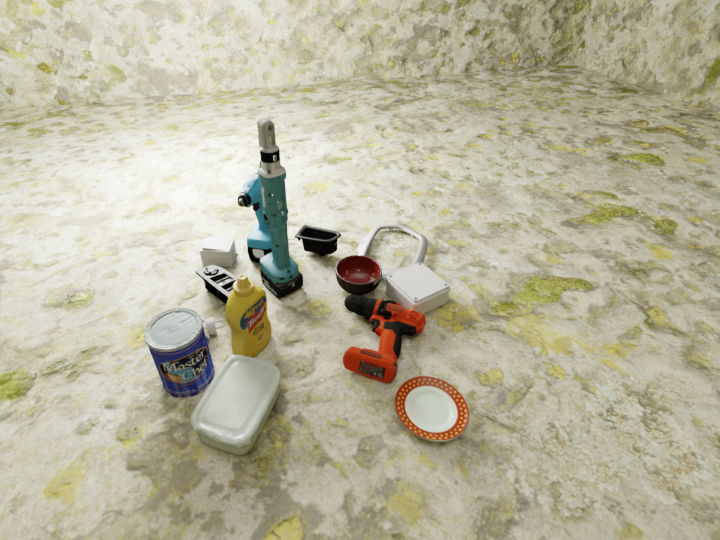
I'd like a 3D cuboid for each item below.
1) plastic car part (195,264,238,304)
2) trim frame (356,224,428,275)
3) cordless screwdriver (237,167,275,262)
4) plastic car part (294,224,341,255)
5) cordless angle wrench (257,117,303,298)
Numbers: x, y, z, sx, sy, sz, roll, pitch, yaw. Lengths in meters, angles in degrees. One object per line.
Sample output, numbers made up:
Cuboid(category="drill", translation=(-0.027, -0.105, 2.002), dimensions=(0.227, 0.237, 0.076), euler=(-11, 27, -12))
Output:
Cuboid(category="plastic car part", translation=(-0.313, 0.045, 0.999), dimensions=(0.214, 0.065, 0.065), euler=(30, 46, 33))
Cuboid(category="trim frame", translation=(0.084, -0.059, 1.147), dimensions=(0.189, 0.027, 0.249), euler=(10, 40, 14))
Cuboid(category="cordless screwdriver", translation=(-0.257, -0.122, 1.066), dimensions=(0.076, 0.241, 0.161), euler=(8, 38, 8))
Cuboid(category="plastic car part", translation=(-0.111, -0.073, 1.138), dimensions=(0.120, 0.069, 0.066), euler=(14, 40, 18))
Cuboid(category="cordless angle wrench", translation=(-0.188, -0.125, 0.932), dimensions=(0.072, 0.410, 0.104), euler=(-26, 45, -32))
